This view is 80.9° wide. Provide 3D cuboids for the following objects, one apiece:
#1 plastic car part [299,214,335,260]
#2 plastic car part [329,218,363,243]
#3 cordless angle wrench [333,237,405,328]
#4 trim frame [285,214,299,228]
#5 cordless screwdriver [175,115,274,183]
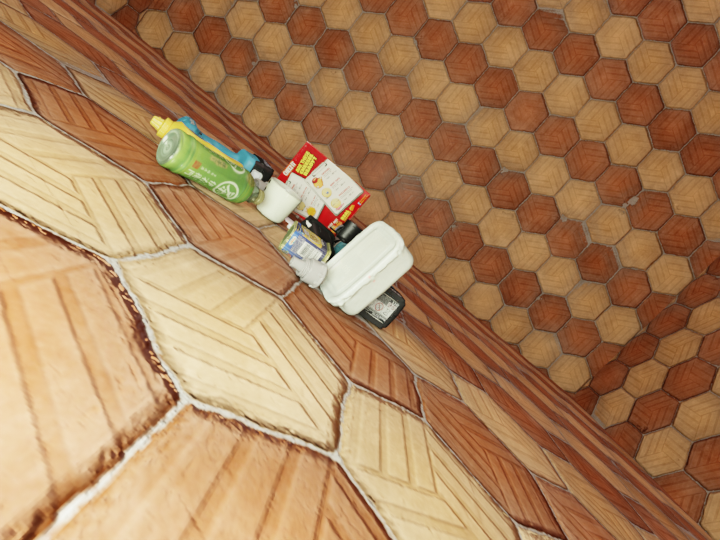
[{"bbox_3d":[-0.095,-0.062,0.973,0.110,0.067,0.074,37,24,-39],"label":"plastic car part"},{"bbox_3d":[0.012,-0.060,0.980,0.192,0.067,0.070,30,16,-40],"label":"plastic car part"},{"bbox_3d":[-0.018,-0.008,0.974,0.094,0.074,0.439,36,7,-24],"label":"cordless angle wrench"},{"bbox_3d":[-0.176,-0.138,1.102,0.176,0.027,0.259,36,11,-27],"label":"trim frame"},{"bbox_3d":[-0.325,-0.273,1.011,0.236,0.074,0.167,29,14,-34],"label":"cordless screwdriver"}]
